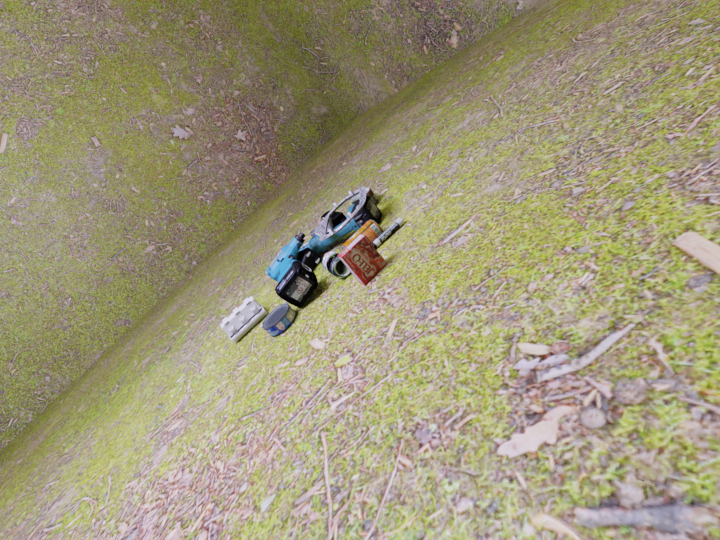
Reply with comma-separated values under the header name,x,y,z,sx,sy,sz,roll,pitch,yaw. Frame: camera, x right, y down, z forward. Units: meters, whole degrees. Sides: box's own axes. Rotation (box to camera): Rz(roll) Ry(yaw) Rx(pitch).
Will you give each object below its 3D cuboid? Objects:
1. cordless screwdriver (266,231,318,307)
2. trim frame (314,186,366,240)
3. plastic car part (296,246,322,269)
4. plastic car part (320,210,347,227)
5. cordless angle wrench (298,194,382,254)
name,x,y,z,sx,sy,sz,roll,pitch,yaw
cordless screwdriver,-0.178,-0.012,1.143,0.159,0.071,0.259,-54,26,3
trim frame,-0.056,-0.165,1.200,0.186,0.026,0.254,-38,23,19
plastic car part,-0.176,-0.012,1.255,0.120,0.063,0.072,-23,39,44
plastic car part,-0.085,-0.165,1.396,0.066,0.065,0.210,-50,20,-8
cordless angle wrench,-0.126,-0.083,1.293,0.433,0.072,0.099,-29,23,31
